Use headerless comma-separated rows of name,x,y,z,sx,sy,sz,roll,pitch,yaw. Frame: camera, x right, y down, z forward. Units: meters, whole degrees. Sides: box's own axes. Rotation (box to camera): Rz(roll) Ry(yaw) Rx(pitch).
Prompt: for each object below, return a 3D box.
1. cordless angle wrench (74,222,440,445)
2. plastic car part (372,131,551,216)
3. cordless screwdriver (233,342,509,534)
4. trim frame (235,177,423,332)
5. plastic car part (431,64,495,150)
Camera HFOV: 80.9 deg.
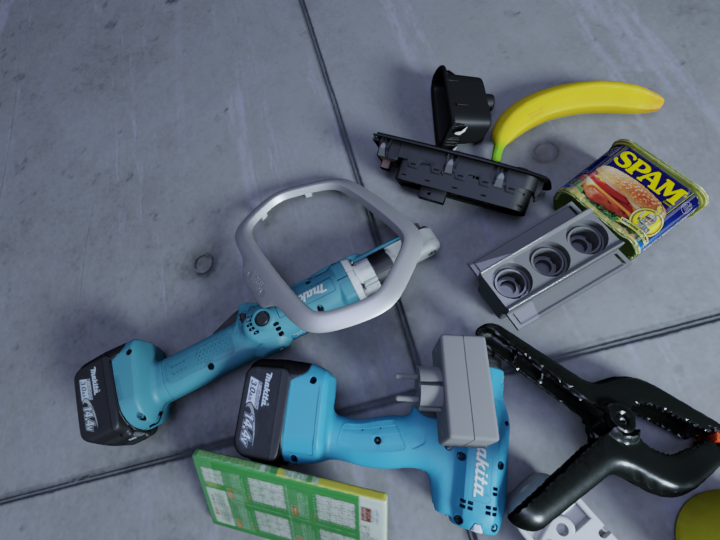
cordless angle wrench,-0.103,0.060,0.471,0.423,0.071,0.102,-27,63,0
plastic car part,0.109,-0.107,0.486,0.210,0.064,0.067,16,84,19
cordless screwdriver,0.012,0.132,0.413,0.255,0.072,0.161,8,70,13
trim frame,-0.046,-0.030,0.473,0.182,0.026,0.263,-34,48,-14
plastic car part,0.129,-0.203,0.524,0.071,0.065,0.119,4,67,-3
